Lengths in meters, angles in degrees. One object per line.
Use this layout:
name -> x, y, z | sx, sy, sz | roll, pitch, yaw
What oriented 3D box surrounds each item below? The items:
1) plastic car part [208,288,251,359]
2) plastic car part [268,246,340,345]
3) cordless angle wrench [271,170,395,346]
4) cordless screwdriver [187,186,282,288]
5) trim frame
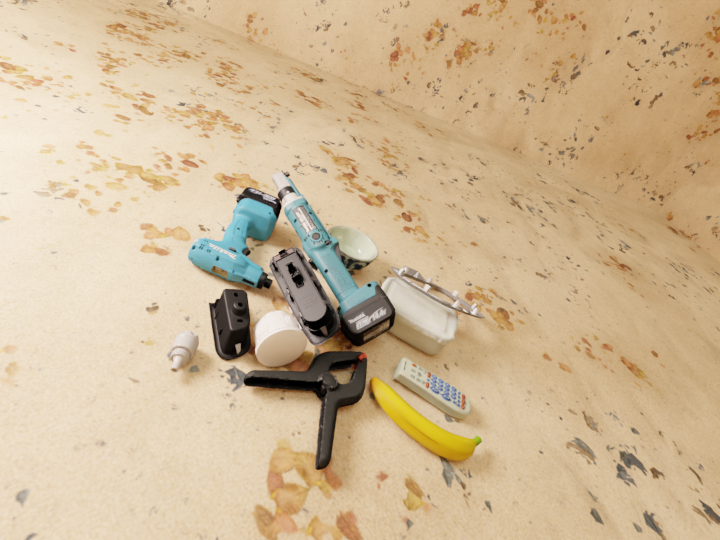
plastic car part -> -0.199, 0.073, 0.670 | 0.063, 0.070, 0.122 | 5, 35, -27
plastic car part -> -0.096, 0.028, 0.705 | 0.065, 0.064, 0.213 | -24, 53, -13
cordless angle wrench -> -0.082, -0.054, 0.841 | 0.097, 0.072, 0.443 | -28, 61, -10
cordless screwdriver -> -0.219, -0.065, 0.853 | 0.158, 0.074, 0.252 | 23, 37, -4
trim frame -> 0.168, 0.043, 0.914 | 0.235, 0.027, 0.195 | 18, 13, -41
